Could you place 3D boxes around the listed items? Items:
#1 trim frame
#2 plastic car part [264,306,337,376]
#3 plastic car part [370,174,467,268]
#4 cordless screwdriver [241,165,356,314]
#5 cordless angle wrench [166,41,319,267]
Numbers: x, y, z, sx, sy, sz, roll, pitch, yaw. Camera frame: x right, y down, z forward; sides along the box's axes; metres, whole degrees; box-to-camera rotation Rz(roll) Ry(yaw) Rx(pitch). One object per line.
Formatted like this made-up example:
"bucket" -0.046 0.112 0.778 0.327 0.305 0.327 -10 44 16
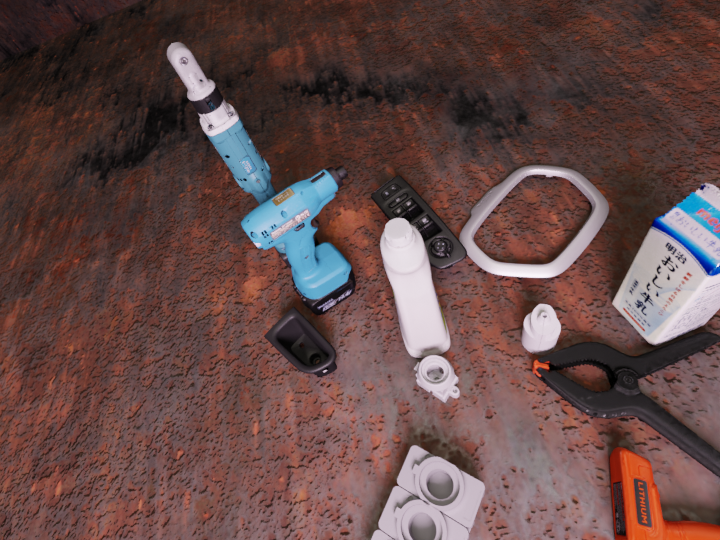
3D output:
"trim frame" 0.277 -0.085 0.689 0.194 0.026 0.247 33 73 33
"plastic car part" -0.081 0.124 0.651 0.065 0.067 0.123 -45 55 -13
"plastic car part" 0.098 -0.073 0.720 0.066 0.064 0.214 -32 53 -5
"cordless screwdriver" -0.063 -0.041 0.649 0.158 0.237 0.078 -35 55 -7
"cordless angle wrench" -0.169 -0.153 0.656 0.074 0.403 0.103 -33 55 -7
